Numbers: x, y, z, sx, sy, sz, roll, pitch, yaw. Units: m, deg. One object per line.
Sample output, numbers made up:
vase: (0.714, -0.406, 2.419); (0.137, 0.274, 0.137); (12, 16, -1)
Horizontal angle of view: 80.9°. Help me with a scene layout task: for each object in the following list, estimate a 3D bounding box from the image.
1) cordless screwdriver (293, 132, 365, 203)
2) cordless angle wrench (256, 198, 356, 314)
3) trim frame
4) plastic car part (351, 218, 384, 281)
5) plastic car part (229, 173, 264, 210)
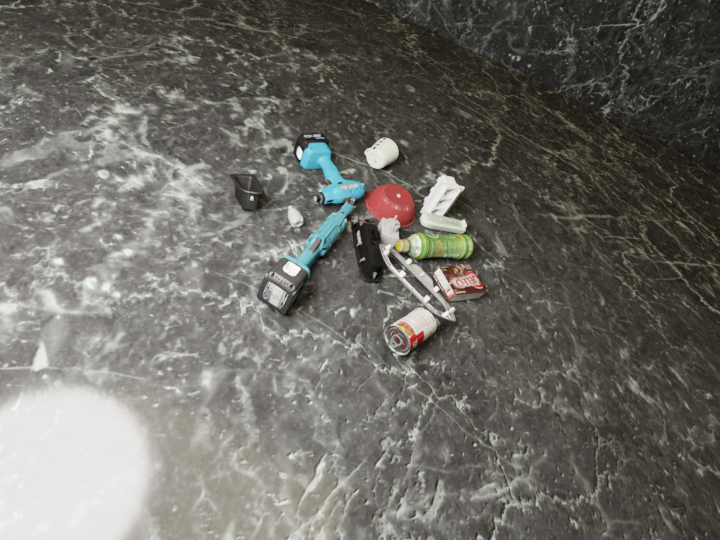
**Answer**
cordless screwdriver: (-0.113, -0.283, 1.197); (0.154, 0.074, 0.259); (-17, 59, -34)
cordless angle wrench: (-0.098, -0.064, 1.001); (0.075, 0.097, 0.421); (31, 40, 2)
trim frame: (0.136, 0.024, 1.001); (0.254, 0.028, 0.180); (44, 17, 9)
plastic car part: (0.026, -0.060, 1.064); (0.064, 0.067, 0.210); (14, 48, -23)
plastic car part: (-0.280, -0.186, 1.039); (0.063, 0.070, 0.123); (-4, 36, -28)
